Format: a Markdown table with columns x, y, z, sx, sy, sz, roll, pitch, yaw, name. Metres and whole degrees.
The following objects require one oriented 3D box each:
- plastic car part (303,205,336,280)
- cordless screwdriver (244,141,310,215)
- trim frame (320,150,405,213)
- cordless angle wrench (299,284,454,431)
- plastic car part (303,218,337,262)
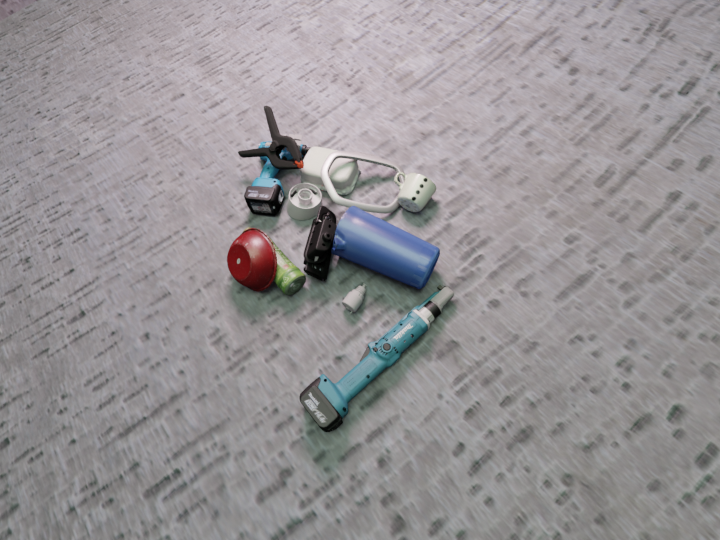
| x | y | z | sx | sy | sz | roll | pitch | yaw | name |
| --- | --- | --- | --- | --- | --- | --- | --- | --- | --- |
| -0.107 | -0.070 | 1.097 | 0.064 | 0.069 | 0.206 | 22 | 64 | -23 | plastic car part |
| -0.238 | -0.278 | 1.226 | 0.162 | 0.071 | 0.254 | 2 | 59 | 10 | cordless screwdriver |
| 0.013 | -0.243 | 1.144 | 0.245 | 0.027 | 0.187 | 8 | 70 | -7 | trim frame |
| 0.055 | 0.176 | 0.934 | 0.419 | 0.072 | 0.102 | -39 | 64 | -14 | cordless angle wrench |
| -0.091 | -0.077 | 1.032 | 0.064 | 0.072 | 0.118 | 25 | 57 | -16 | plastic car part |
